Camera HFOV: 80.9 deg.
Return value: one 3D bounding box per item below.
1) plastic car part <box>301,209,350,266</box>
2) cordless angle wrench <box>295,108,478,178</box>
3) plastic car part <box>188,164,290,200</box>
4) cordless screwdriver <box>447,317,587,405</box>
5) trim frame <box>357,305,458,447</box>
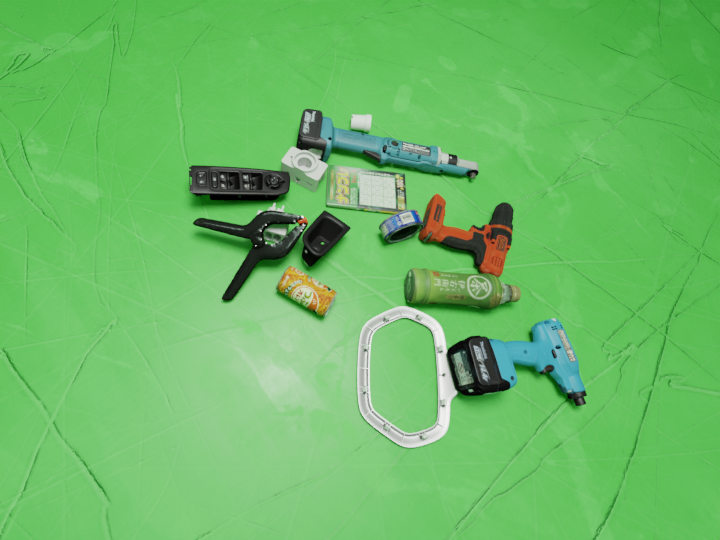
[{"bbox_3d":[-0.081,-0.053,0.830,0.067,0.070,0.116,33,48,5],"label":"plastic car part"},{"bbox_3d":[0.068,-0.270,0.959,0.418,0.074,0.100,10,65,-6],"label":"cordless angle wrench"},{"bbox_3d":[-0.243,-0.170,0.863,0.198,0.066,0.069,-4,60,-15],"label":"plastic car part"},{"bbox_3d":[0.293,0.181,0.766,0.241,0.074,0.164,-6,66,-21],"label":"cordless screwdriver"},{"bbox_3d":[0.086,0.184,0.768,0.182,0.027,0.254,6,62,-7],"label":"trim frame"}]
